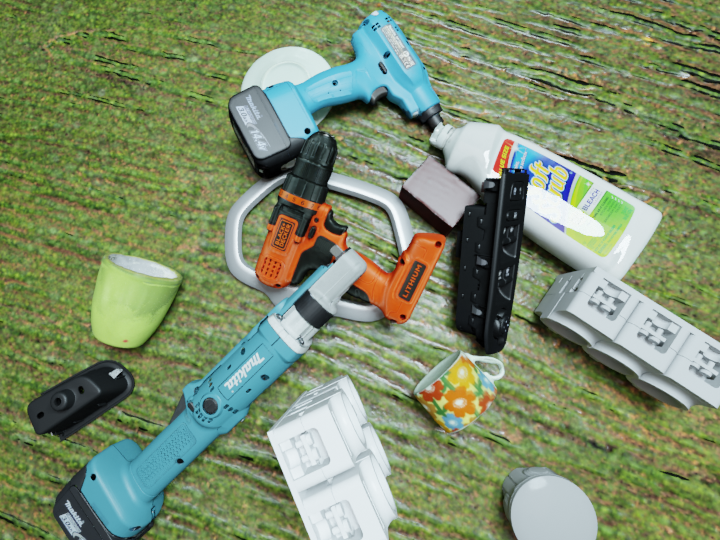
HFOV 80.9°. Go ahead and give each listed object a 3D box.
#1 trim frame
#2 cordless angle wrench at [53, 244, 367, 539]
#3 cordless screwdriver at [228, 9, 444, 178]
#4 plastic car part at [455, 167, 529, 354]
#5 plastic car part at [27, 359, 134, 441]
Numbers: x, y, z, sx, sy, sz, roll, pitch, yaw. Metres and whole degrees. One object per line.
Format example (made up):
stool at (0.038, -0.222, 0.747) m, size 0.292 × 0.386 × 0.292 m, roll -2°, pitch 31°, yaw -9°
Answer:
trim frame at (-0.051, -0.034, 0.526) m, size 0.252 × 0.027 × 0.185 m, roll 16°, pitch 82°, yaw 7°
cordless angle wrench at (-0.149, 0.135, 0.448) m, size 0.424 × 0.073 × 0.100 m, roll -44°, pitch 81°, yaw 7°
cordless screwdriver at (-0.026, -0.195, 0.519) m, size 0.247 × 0.075 × 0.159 m, roll -34°, pitch 90°, yaw -9°
plastic car part at (0.137, -0.007, 0.459) m, size 0.070 × 0.064 × 0.201 m, roll 5°, pitch 99°, yaw 34°
plastic car part at (-0.342, 0.153, 0.504) m, size 0.117 × 0.070 × 0.067 m, roll -32°, pitch 83°, yaw 3°
